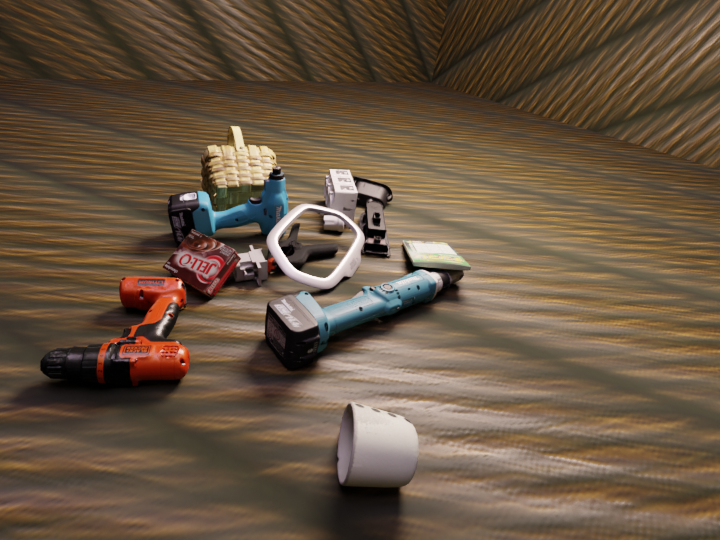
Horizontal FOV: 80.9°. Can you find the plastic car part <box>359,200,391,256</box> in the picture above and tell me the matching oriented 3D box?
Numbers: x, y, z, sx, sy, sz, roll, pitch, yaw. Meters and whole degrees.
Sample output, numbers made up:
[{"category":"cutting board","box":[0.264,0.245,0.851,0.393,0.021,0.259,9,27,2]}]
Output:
[{"category":"plastic car part","box":[0.031,-0.108,0.989,0.066,0.065,0.208,-1,30,-1]}]

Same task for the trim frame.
[{"category":"trim frame","box":[-0.084,-0.055,0.860,0.186,0.027,0.248,29,40,4]}]

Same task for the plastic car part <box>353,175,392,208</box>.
[{"category":"plastic car part","box":[0.024,-0.199,1.138,0.119,0.064,0.071,17,48,11]}]

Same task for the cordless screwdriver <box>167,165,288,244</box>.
[{"category":"cordless screwdriver","box":[-0.275,-0.139,0.894,0.243,0.155,0.078,-6,34,-17]}]

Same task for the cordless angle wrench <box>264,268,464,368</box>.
[{"category":"cordless angle wrench","box":[0.039,0.049,0.733,0.408,0.073,0.104,-16,39,-34]}]
